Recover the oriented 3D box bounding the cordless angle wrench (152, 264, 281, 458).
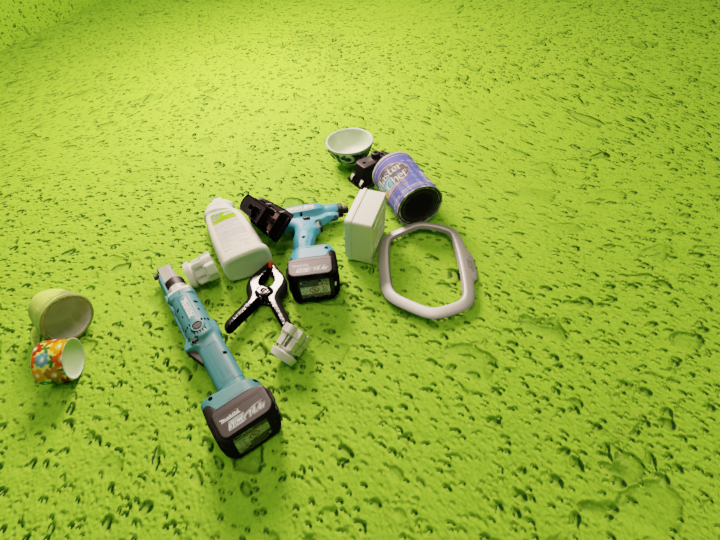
[{"bbox_3d":[-0.276,0.113,0.731,0.096,0.071,0.447,-30,48,-21],"label":"cordless angle wrench"}]

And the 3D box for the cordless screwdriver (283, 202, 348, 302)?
[{"bbox_3d":[-0.084,-0.055,0.858,0.158,0.071,0.259,-12,43,-4],"label":"cordless screwdriver"}]

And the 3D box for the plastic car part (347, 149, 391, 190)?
[{"bbox_3d":[0.031,-0.255,1.028,0.115,0.068,0.070,-32,53,-18],"label":"plastic car part"}]

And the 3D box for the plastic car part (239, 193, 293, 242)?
[{"bbox_3d":[-0.215,-0.122,0.908,0.213,0.064,0.066,35,101,58],"label":"plastic car part"}]

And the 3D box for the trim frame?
[{"bbox_3d":[0.128,-0.008,0.813,0.186,0.026,0.256,-4,45,6],"label":"trim frame"}]
